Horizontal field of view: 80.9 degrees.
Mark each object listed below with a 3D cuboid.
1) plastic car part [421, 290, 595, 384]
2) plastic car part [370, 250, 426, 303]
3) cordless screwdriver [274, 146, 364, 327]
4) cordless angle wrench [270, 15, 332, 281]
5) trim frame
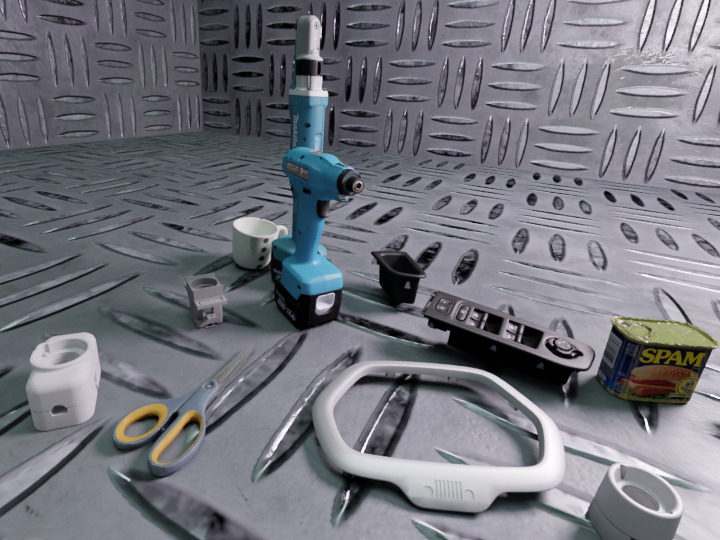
[{"bbox_3d":[0.181,0.092,0.543,0.212,0.066,0.065,15,25,25],"label":"plastic car part"},{"bbox_3d":[0.061,0.017,0.697,0.065,0.069,0.121,-1,23,-13],"label":"plastic car part"},{"bbox_3d":[-0.058,-0.038,0.588,0.071,0.244,0.168,-10,26,-33],"label":"cordless screwdriver"},{"bbox_3d":[-0.090,-0.172,0.679,0.103,0.415,0.072,20,26,34],"label":"cordless angle wrench"},{"bbox_3d":[0.074,0.155,0.435,0.249,0.027,0.187,4,23,1],"label":"trim frame"}]
